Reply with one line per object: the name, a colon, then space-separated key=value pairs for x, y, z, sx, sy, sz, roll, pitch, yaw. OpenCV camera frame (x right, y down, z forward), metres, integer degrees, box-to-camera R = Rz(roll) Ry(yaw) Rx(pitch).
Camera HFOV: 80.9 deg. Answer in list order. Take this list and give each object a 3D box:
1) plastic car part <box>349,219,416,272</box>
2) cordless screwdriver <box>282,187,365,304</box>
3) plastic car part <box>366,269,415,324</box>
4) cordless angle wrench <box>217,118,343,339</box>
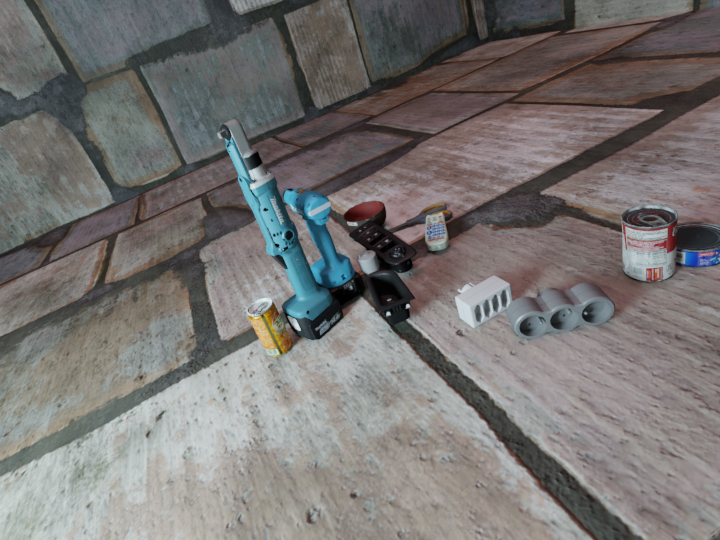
plastic car part: x=0.052 y=-0.047 z=0.947 sx=0.065 sy=0.064 sz=0.214 roll=-29 pitch=30 yaw=-16
cordless screwdriver: x=-0.085 y=-0.056 z=0.872 sx=0.073 sy=0.239 sz=0.168 roll=-30 pitch=29 yaw=-20
plastic car part: x=0.056 y=0.054 z=0.775 sx=0.066 sy=0.068 sz=0.121 roll=-22 pitch=29 yaw=-2
cordless angle wrench: x=-0.143 y=-0.063 z=0.753 sx=0.096 sy=0.407 sz=0.078 roll=-37 pitch=32 yaw=-31
